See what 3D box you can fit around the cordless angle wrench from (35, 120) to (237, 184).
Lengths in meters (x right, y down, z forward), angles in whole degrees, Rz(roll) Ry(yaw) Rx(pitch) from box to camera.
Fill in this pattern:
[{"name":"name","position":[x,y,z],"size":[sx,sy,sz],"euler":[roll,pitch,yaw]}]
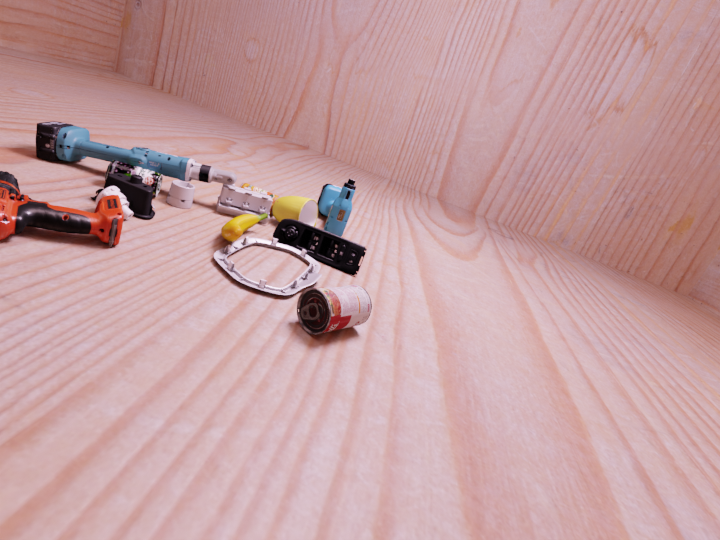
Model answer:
[{"name":"cordless angle wrench","position":[-0.491,-0.250,0.953],"size":[0.418,0.073,0.100],"euler":[11,20,-7]}]

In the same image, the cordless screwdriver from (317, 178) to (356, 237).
[{"name":"cordless screwdriver","position":[-0.064,-0.196,1.179],"size":[0.073,0.158,0.256],"euler":[17,17,-15]}]

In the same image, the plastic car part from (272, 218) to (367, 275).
[{"name":"plastic car part","position":[-0.091,-0.059,0.928],"size":[0.204,0.066,0.067],"euler":[21,9,3]}]

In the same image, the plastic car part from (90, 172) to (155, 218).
[{"name":"plastic car part","position":[-0.442,-0.152,0.812],"size":[0.118,0.070,0.066],"euler":[19,20,4]}]

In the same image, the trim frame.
[{"name":"trim frame","position":[-0.163,-0.016,0.791],"size":[0.188,0.027,0.246],"euler":[24,18,7]}]
